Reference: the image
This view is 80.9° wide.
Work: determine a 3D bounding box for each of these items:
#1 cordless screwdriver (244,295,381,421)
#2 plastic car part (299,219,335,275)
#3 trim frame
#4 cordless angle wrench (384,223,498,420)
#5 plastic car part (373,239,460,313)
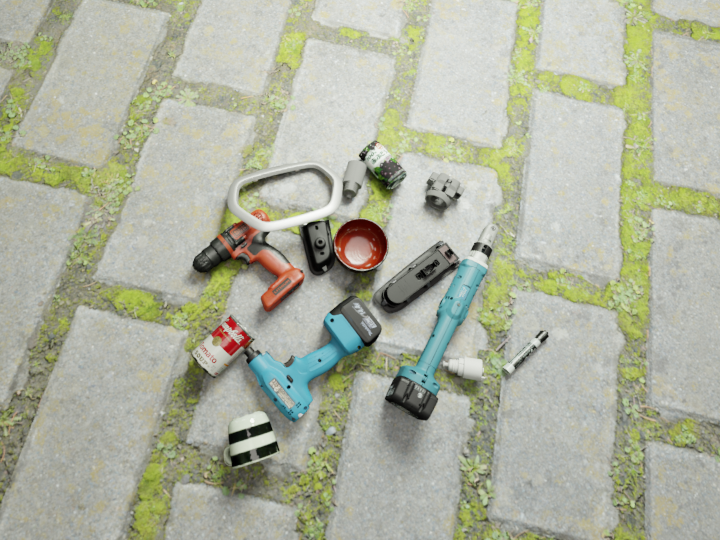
[{"bbox_3d":[-0.090,0.143,0.809,0.247,0.073,0.162,-42,81,-9],"label":"cordless screwdriver"},{"bbox_3d":[-0.085,-0.055,0.865,0.065,0.070,0.119,-11,73,-6],"label":"plastic car part"},{"bbox_3d":[-0.155,-0.162,0.885,0.244,0.027,0.192,-20,59,-14],"label":"trim frame"},{"bbox_3d":[0.180,0.079,0.830,0.075,0.096,0.423,29,72,5],"label":"cordless angle wrench"},{"bbox_3d":[0.120,0.014,0.861,0.202,0.067,0.067,-36,89,-9],"label":"plastic car part"}]
